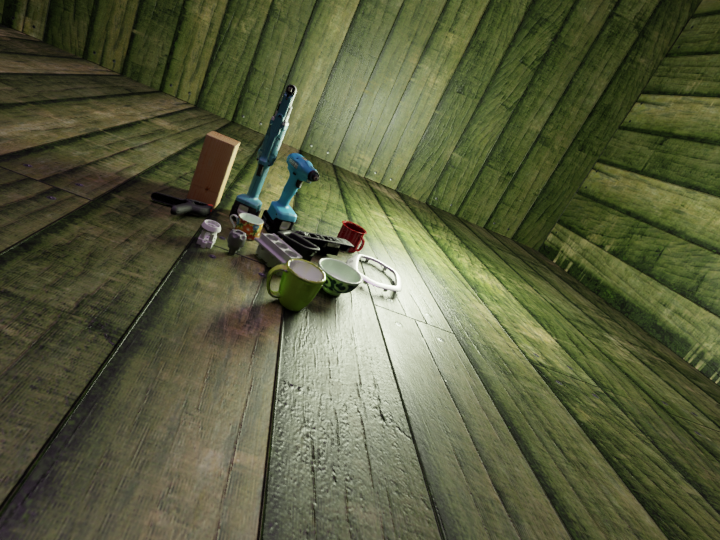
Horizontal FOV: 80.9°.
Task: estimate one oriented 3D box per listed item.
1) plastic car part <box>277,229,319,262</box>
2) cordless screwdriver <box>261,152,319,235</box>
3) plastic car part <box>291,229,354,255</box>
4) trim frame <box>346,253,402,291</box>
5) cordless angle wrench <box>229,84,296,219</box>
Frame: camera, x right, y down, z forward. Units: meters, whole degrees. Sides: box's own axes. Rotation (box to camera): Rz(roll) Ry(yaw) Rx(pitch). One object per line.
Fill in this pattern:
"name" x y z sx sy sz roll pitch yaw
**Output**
"plastic car part" -0.177 -0.056 1.162 0.121 0.070 0.064 33 21 21
"cordless screwdriver" -0.207 -0.216 1.272 0.070 0.247 0.168 10 25 -40
"plastic car part" -0.126 -0.083 1.293 0.194 0.067 0.070 14 23 -27
"trim frame" 0.043 0.006 1.322 0.184 0.027 0.251 23 20 -4
"cordless angle wrench" -0.275 -0.337 1.242 0.074 0.421 0.099 25 19 -4
